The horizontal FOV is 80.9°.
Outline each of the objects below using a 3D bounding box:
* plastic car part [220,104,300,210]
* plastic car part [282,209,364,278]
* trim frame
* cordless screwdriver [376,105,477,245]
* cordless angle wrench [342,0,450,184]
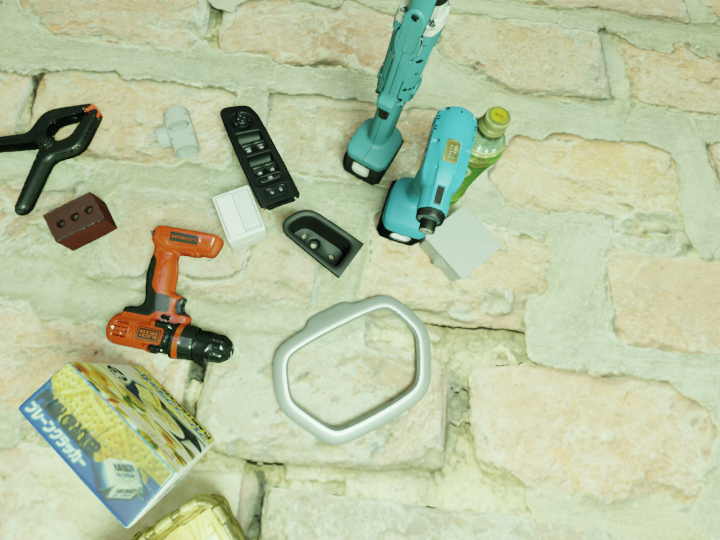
[{"bbox_3d":[-0.169,-0.185,0.695,0.065,0.066,0.208,-24,76,-12],"label":"plastic car part"},{"bbox_3d":[-0.064,-0.042,0.656,0.118,0.070,0.066,36,74,6],"label":"plastic car part"},{"bbox_3d":[-0.008,0.139,0.626,0.246,0.027,0.188,-27,77,-11],"label":"trim frame"},{"bbox_3d":[0.081,-0.093,0.588,0.074,0.247,0.160,18,74,-4],"label":"cordless screwdriver"},{"bbox_3d":[0.048,-0.244,0.542,0.075,0.420,0.098,31,74,0],"label":"cordless angle wrench"}]
